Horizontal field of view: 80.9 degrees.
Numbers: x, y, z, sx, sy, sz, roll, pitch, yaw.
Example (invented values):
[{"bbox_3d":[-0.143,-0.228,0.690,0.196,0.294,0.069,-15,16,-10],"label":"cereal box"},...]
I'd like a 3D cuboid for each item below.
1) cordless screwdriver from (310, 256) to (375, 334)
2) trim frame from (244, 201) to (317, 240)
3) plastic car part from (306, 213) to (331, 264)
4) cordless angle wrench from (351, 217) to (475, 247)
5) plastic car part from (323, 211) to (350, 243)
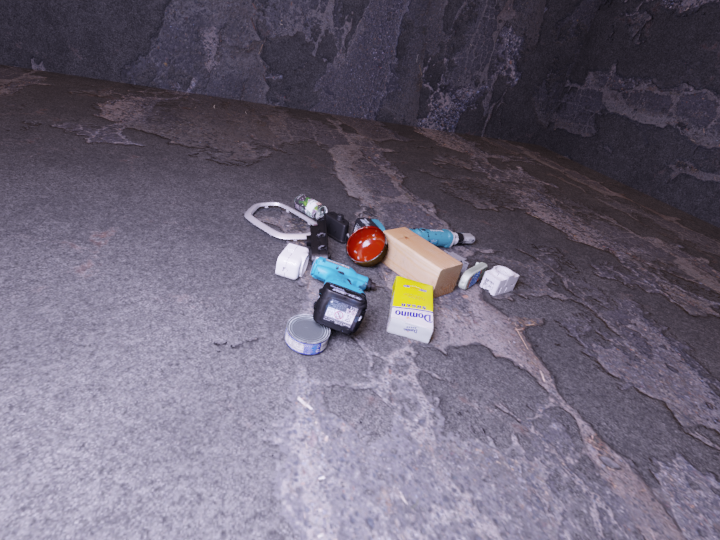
[{"bbox_3d":[-0.028,0.048,0.914,0.157,0.074,0.255,18,16,-11],"label":"cordless screwdriver"},{"bbox_3d":[-0.229,-0.148,1.251,0.262,0.027,0.179,29,37,31],"label":"trim frame"},{"bbox_3d":[-0.109,-0.071,1.112,0.066,0.065,0.211,-1,38,-12],"label":"plastic car part"},{"bbox_3d":[0.180,-0.102,1.283,0.408,0.073,0.103,0,31,-24],"label":"cordless angle wrench"},{"bbox_3d":[-0.070,-0.137,1.250,0.063,0.069,0.123,-18,38,-40],"label":"plastic car part"}]
